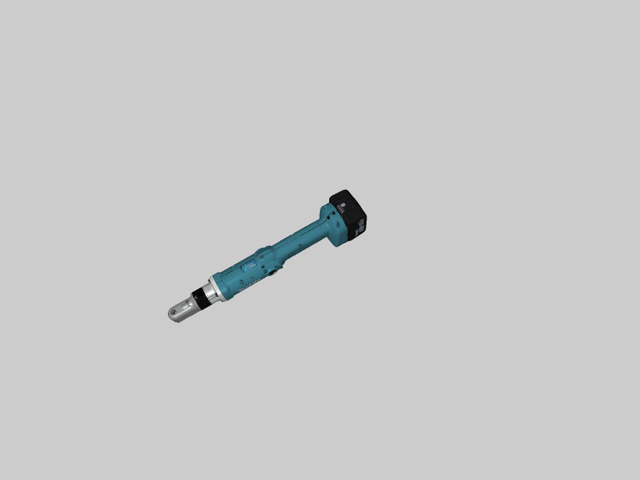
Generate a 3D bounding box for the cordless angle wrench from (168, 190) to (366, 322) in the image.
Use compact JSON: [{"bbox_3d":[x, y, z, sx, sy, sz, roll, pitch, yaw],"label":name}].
[{"bbox_3d":[-0.105,0.043,0.836,0.422,0.074,0.098,-30,-23,-9],"label":"cordless angle wrench"}]
